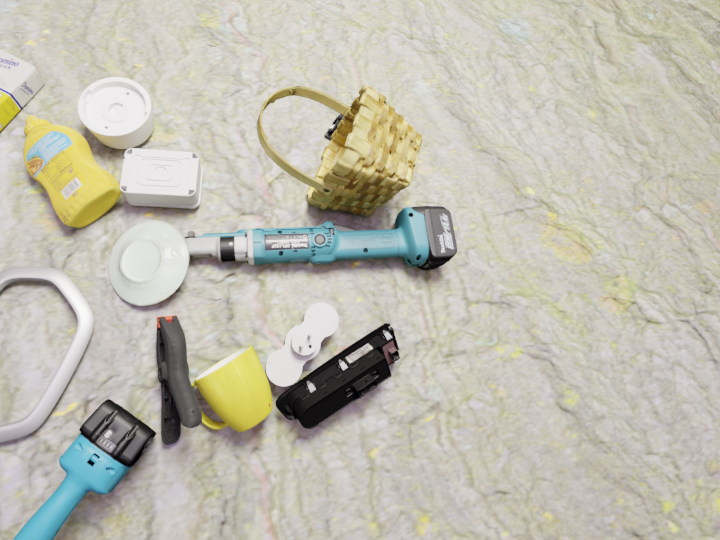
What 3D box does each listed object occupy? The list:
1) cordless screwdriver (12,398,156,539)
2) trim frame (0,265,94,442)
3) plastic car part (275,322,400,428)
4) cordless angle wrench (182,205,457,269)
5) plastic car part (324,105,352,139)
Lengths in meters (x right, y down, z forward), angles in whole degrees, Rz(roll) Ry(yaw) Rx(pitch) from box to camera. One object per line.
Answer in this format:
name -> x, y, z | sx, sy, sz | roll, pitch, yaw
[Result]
cordless screwdriver -> -0.355, 0.284, 0.499 | 0.074, 0.160, 0.248 | 35, 55, -5
trim frame -> -0.481, 0.111, 0.579 | 0.183, 0.027, 0.250 | 20, 72, -3
plastic car part -> -0.021, 0.161, 0.606 | 0.200, 0.063, 0.071 | -28, 39, -13
cordless angle wrench -> -0.066, -0.043, 0.671 | 0.418, 0.074, 0.100 | -3, 74, -7
plastic car part -> 0.004, -0.248, 0.746 | 0.118, 0.070, 0.066 | 31, 72, 3
